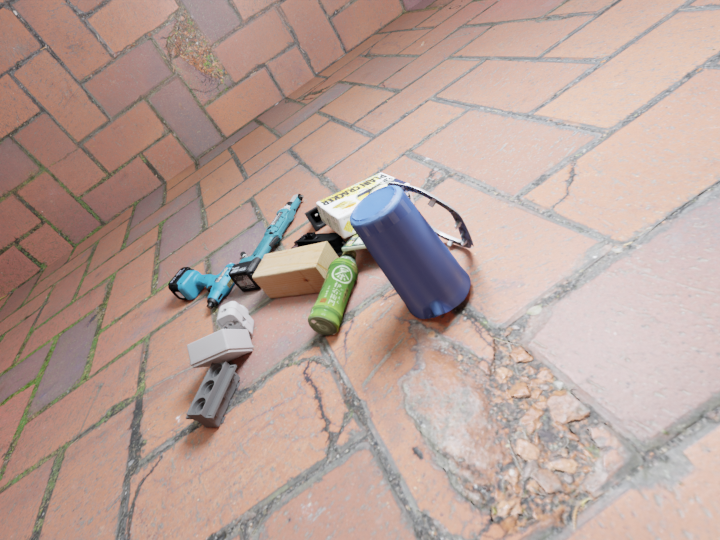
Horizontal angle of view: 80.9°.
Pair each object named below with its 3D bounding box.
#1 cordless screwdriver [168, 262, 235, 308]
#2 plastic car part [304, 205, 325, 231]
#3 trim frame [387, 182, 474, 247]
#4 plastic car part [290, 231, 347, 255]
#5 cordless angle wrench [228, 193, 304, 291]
[{"bbox_3d":[-0.500,0.055,1.322,0.259,0.071,0.160,-5,44,32],"label":"cordless screwdriver"},{"bbox_3d":[-0.108,-0.181,1.287,0.116,0.064,0.073,-33,19,-3],"label":"plastic car part"},{"bbox_3d":[0.139,-0.102,0.825,0.193,0.236,0.027,31,85,27],"label":"trim frame"},{"bbox_3d":[-0.113,-0.074,1.154,0.213,0.065,0.065,5,31,39],"label":"plastic car part"},{"bbox_3d":[-0.273,-0.114,1.335,0.102,0.071,0.427,-12,38,31],"label":"cordless angle wrench"}]
